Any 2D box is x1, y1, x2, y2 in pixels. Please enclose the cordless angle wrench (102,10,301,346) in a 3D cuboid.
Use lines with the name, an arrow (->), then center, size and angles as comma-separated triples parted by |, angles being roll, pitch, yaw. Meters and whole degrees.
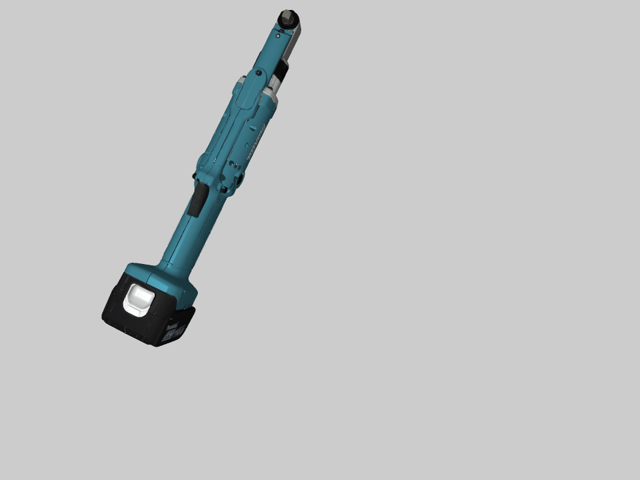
cordless angle wrench -> -0.122, -0.083, 0.513 | 0.074, 0.422, 0.098 | 25, -3, 5
